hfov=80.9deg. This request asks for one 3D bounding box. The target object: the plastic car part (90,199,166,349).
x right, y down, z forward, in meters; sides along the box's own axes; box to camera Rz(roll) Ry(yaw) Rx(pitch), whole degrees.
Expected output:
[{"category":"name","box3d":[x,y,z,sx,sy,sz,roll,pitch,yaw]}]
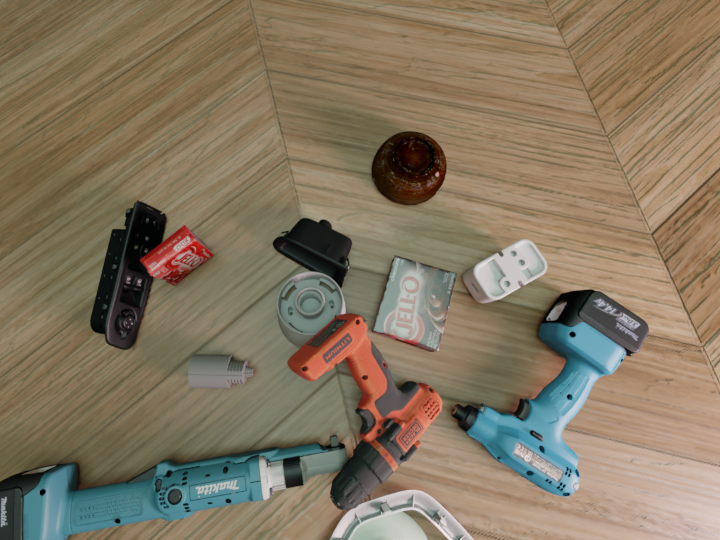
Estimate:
[{"category":"plastic car part","box3d":[-0.333,0.006,0.593,0.068,0.064,0.206,0,76,8]}]

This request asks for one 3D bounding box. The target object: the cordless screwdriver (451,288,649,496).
[{"category":"cordless screwdriver","box3d":[0.241,0.137,0.549,0.162,0.073,0.249,30,82,7]}]

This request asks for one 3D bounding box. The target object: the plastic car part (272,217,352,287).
[{"category":"plastic car part","box3d":[-0.059,-0.039,0.607,0.119,0.065,0.071,31,63,10]}]

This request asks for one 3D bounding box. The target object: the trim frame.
[{"category":"trim frame","box3d":[0.065,0.379,0.492,0.183,0.028,0.248,-41,91,-11]}]

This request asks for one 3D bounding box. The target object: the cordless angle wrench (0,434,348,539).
[{"category":"cordless angle wrench","box3d":[-0.224,0.269,0.523,0.420,0.073,0.100,-9,78,-4]}]
